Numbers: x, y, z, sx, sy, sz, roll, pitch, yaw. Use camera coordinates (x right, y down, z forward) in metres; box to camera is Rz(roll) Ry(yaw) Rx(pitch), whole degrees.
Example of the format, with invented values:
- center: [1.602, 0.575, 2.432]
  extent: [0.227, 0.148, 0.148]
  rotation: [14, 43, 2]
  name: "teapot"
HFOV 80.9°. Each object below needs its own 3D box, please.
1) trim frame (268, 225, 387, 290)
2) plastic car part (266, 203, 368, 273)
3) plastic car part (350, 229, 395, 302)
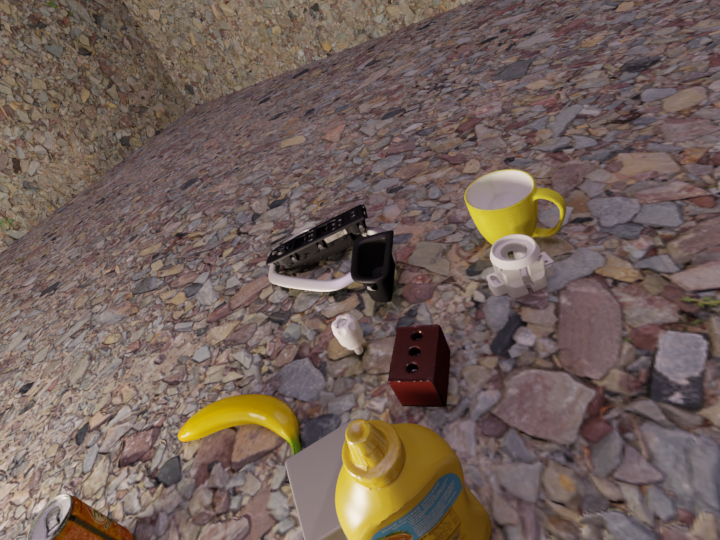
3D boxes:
- center: [-0.063, -0.030, 0.767]
  extent: [0.261, 0.026, 0.184]
  rotation: [2, 46, 37]
  name: "trim frame"
- center: [-0.075, -0.049, 0.767]
  extent: [0.206, 0.064, 0.068]
  rotation: [-21, 34, 11]
  name: "plastic car part"
- center: [0.026, 0.003, 0.627]
  extent: [0.067, 0.068, 0.119]
  rotation: [-16, 36, 18]
  name: "plastic car part"
